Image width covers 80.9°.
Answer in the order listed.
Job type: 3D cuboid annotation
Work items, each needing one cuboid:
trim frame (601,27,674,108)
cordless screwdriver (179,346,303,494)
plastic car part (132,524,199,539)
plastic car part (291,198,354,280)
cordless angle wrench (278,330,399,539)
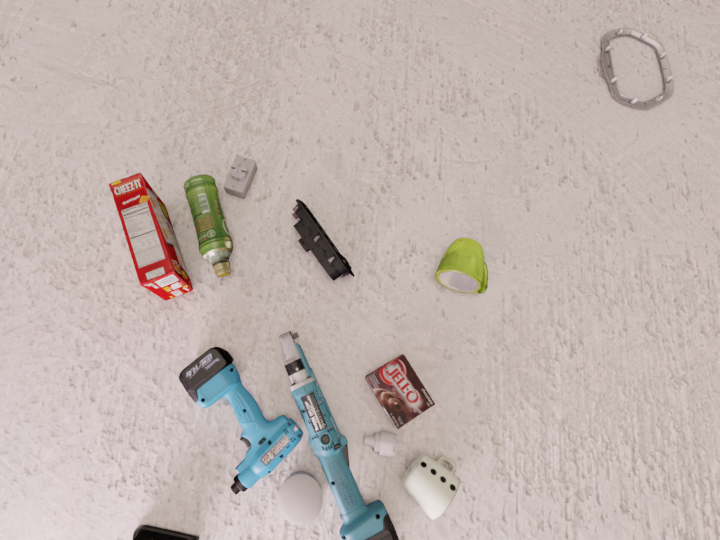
[{"bbox_3d":[0.706,-0.524,1.083,0.184,0.027,0.252,2,75,0],"label":"trim frame"},{"bbox_3d":[-0.245,0.276,0.797,0.158,0.074,0.252,-43,84,-13],"label":"cordless screwdriver"},{"bbox_3d":[-0.350,0.492,0.730,0.116,0.070,0.067,15,73,-2],"label":"plastic car part"},{"bbox_3d":[-0.088,-0.058,0.905,0.067,0.065,0.207,-39,79,-3],"label":"plastic car part"},{"bbox_3d":[-0.064,0.315,0.793,0.097,0.073,0.434,-24,74,-10],"label":"cordless angle wrench"}]
